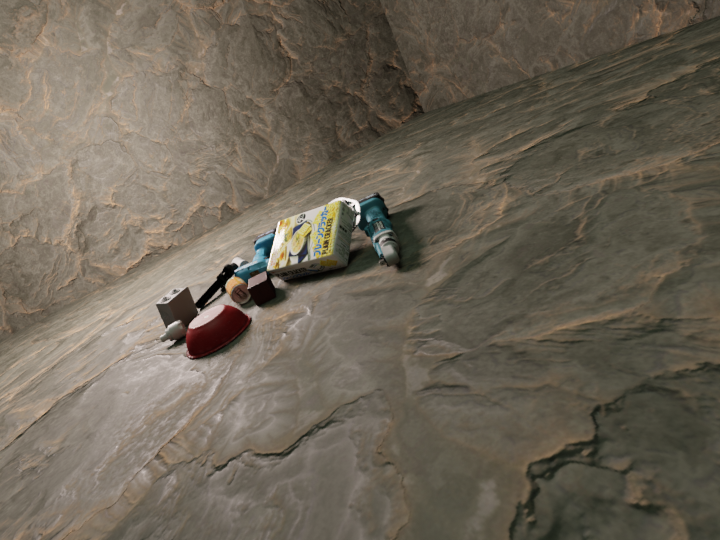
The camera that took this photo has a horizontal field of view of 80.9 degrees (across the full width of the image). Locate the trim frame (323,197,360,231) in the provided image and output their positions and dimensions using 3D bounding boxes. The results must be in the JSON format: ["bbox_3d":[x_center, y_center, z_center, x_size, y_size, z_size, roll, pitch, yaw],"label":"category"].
[{"bbox_3d":[-0.101,-0.101,1.127,0.251,0.026,0.193,-37,43,14],"label":"trim frame"}]

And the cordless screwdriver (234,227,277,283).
[{"bbox_3d":[-0.282,-0.052,1.308,0.162,0.072,0.253,-21,24,15],"label":"cordless screwdriver"}]

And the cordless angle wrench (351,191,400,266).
[{"bbox_3d":[0.045,-0.100,1.024,0.098,0.072,0.433,-25,22,5],"label":"cordless angle wrench"}]
